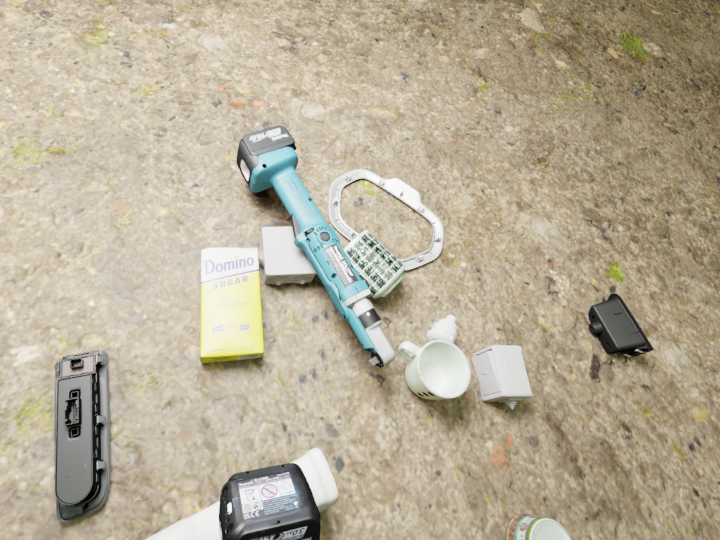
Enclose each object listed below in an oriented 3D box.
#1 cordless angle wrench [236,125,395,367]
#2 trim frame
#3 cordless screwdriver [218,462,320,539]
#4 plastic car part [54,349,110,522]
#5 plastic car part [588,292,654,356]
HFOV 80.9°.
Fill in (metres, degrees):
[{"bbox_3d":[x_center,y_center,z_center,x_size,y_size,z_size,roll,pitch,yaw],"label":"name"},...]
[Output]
[{"bbox_3d":[-0.066,-0.043,0.676,0.096,0.074,0.434,-24,73,-25],"label":"cordless angle wrench"},{"bbox_3d":[0.050,-0.105,0.819,0.252,0.027,0.183,34,59,7],"label":"trim frame"},{"bbox_3d":[-0.116,0.338,0.447,0.155,0.078,0.244,-6,109,-19],"label":"cordless screwdriver"},{"bbox_3d":[-0.356,0.201,0.537,0.064,0.067,0.209,-5,67,-27],"label":"plastic car part"},{"bbox_3d":[0.474,0.109,0.799,0.070,0.064,0.121,-16,65,-8],"label":"plastic car part"}]
